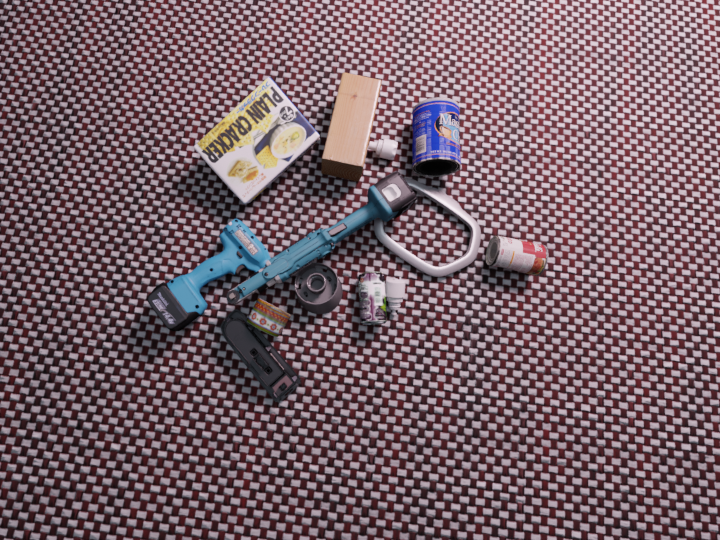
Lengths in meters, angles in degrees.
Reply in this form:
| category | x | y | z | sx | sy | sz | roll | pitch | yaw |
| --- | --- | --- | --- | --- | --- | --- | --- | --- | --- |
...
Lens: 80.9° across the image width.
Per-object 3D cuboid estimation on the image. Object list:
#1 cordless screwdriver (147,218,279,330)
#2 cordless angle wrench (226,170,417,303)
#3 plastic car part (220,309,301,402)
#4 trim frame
| category | x | y | z | sx | sy | sz | roll | pitch | yaw |
| --- | --- | --- | --- | --- | --- | --- | --- | --- | --- |
| cordless screwdriver | -0.293 | 0.028 | 0.865 | 0.247 | 0.075 | 0.159 | -43 | 93 | -13 |
| cordless angle wrench | -0.083 | -0.054 | 0.852 | 0.420 | 0.097 | 0.075 | -33 | 84 | -7 |
| plastic car part | -0.209 | 0.168 | 0.844 | 0.066 | 0.066 | 0.207 | -42 | 80 | -3 |
| trim frame | 0.143 | -0.097 | 0.924 | 0.252 | 0.027 | 0.184 | 34 | 80 | 8 |
